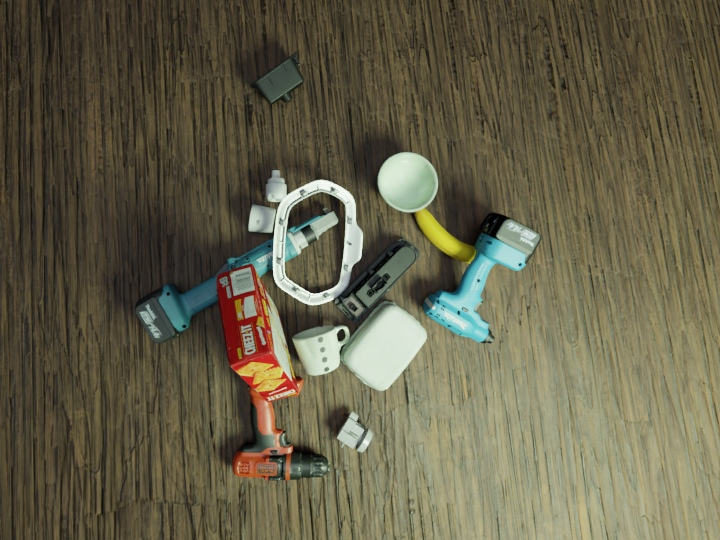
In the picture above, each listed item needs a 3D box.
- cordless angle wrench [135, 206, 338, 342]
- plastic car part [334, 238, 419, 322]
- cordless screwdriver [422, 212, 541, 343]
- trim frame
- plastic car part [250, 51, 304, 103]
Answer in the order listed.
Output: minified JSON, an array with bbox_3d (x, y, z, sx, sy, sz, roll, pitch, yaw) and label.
[{"bbox_3d":[-0.228,-0.004,0.838,0.420,0.075,0.098,-31,93,-8],"label":"cordless angle wrench"},{"bbox_3d":[0.041,0.014,0.851,0.066,0.067,0.202,45,80,0],"label":"plastic car part"},{"bbox_3d":[0.254,0.021,0.830,0.156,0.076,0.248,31,100,-11],"label":"cordless screwdriver"},{"bbox_3d":[-0.081,-0.053,0.833,0.177,0.029,0.247,2,94,-25],"label":"trim frame"},{"bbox_3d":[-0.166,-0.394,0.894,0.116,0.068,0.069,-39,104,-3],"label":"plastic car part"}]
